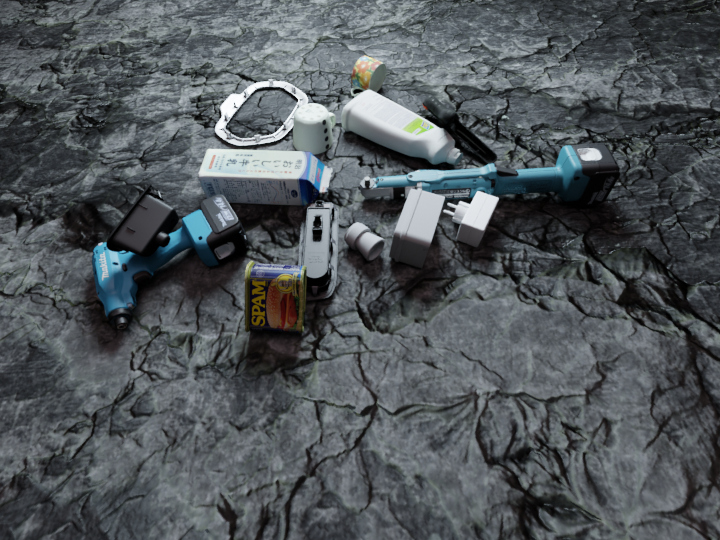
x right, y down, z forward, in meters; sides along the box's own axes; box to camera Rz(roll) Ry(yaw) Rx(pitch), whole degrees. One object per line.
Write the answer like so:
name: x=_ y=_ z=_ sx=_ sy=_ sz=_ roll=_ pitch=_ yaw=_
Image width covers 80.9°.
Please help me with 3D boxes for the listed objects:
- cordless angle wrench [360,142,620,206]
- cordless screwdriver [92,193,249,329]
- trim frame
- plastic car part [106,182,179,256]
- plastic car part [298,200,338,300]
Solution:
cordless angle wrench: x=0.212 y=-0.158 z=0.757 sx=0.428 sy=0.094 sz=0.076 roll=-2 pitch=54 yaw=7
cordless screwdriver: x=-0.306 y=-0.016 z=0.691 sx=0.246 sy=0.071 sz=0.167 roll=-25 pitch=57 yaw=-10
trim frame: x=-0.227 y=-0.367 z=0.967 sx=0.189 sy=0.026 sz=0.250 roll=15 pitch=58 yaw=15
plastic car part: x=-0.327 y=-0.065 z=0.659 sx=0.072 sy=0.065 sz=0.117 roll=21 pitch=65 yaw=5
plastic car part: x=-0.069 y=-0.045 z=0.705 sx=0.066 sy=0.065 sz=0.209 roll=3 pitch=56 yaw=-5
